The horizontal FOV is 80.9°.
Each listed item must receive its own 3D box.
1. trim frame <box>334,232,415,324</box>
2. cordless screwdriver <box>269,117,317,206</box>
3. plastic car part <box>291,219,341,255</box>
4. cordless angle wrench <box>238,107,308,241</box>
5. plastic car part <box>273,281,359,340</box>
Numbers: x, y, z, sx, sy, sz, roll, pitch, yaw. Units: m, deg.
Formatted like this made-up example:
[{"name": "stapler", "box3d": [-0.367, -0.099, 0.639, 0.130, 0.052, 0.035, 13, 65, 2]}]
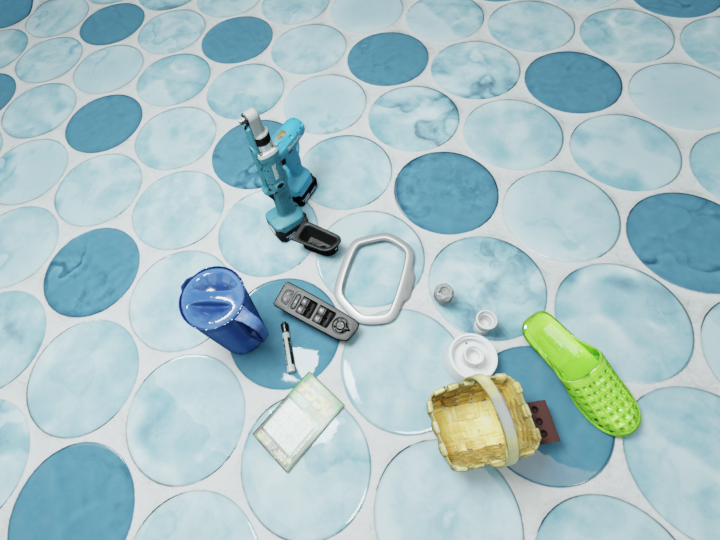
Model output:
[{"name": "trim frame", "box3d": [0.038, 0.015, 1.038, 0.189, 0.026, 0.251, 13, 65, 14]}, {"name": "cordless screwdriver", "box3d": [-0.189, -0.253, 1.088, 0.077, 0.241, 0.159, 27, 68, 15]}, {"name": "plastic car part", "box3d": [-0.105, -0.069, 1.077, 0.120, 0.068, 0.066, 24, 67, 17]}, {"name": "cordless angle wrench", "box3d": [-0.198, -0.208, 0.970, 0.097, 0.409, 0.077, -35, 68, -14]}, {"name": "plastic car part", "box3d": [-0.102, 0.105, 0.987, 0.210, 0.065, 0.066, 25, 68, 18]}]
